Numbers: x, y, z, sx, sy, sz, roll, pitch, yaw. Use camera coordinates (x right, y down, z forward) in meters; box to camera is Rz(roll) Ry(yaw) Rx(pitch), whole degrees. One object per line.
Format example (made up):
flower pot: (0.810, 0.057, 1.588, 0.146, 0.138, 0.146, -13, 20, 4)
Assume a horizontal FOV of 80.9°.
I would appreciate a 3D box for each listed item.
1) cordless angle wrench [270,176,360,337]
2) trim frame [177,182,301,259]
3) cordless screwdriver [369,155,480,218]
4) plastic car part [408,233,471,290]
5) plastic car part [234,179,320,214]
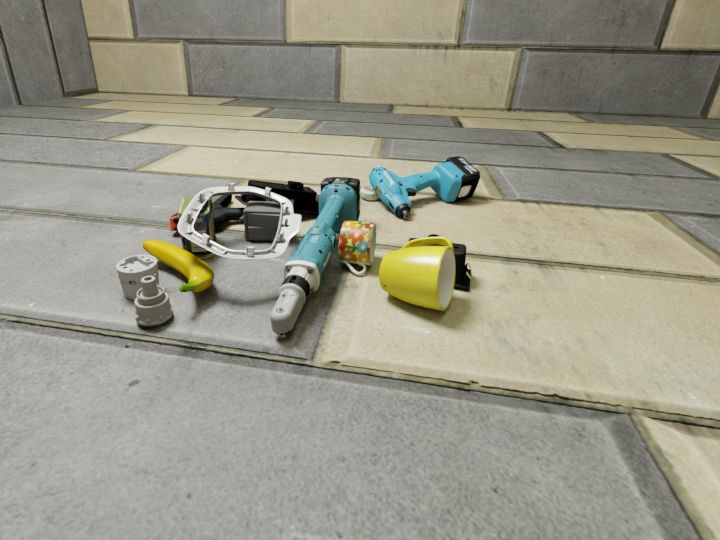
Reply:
cordless angle wrench: (-0.068, -0.044, 0.693, 0.076, 0.095, 0.427, 3, 31, 8)
trim frame: (-0.189, -0.089, 0.687, 0.182, 0.027, 0.256, 10, 30, -8)
cordless screwdriver: (0.158, -0.188, 0.973, 0.243, 0.072, 0.167, -10, 48, -18)
plastic car part: (0.121, -0.021, 0.672, 0.120, 0.069, 0.065, 13, 27, 14)
plastic car part: (-0.156, -0.153, 0.877, 0.195, 0.066, 0.070, -2, 35, -29)
